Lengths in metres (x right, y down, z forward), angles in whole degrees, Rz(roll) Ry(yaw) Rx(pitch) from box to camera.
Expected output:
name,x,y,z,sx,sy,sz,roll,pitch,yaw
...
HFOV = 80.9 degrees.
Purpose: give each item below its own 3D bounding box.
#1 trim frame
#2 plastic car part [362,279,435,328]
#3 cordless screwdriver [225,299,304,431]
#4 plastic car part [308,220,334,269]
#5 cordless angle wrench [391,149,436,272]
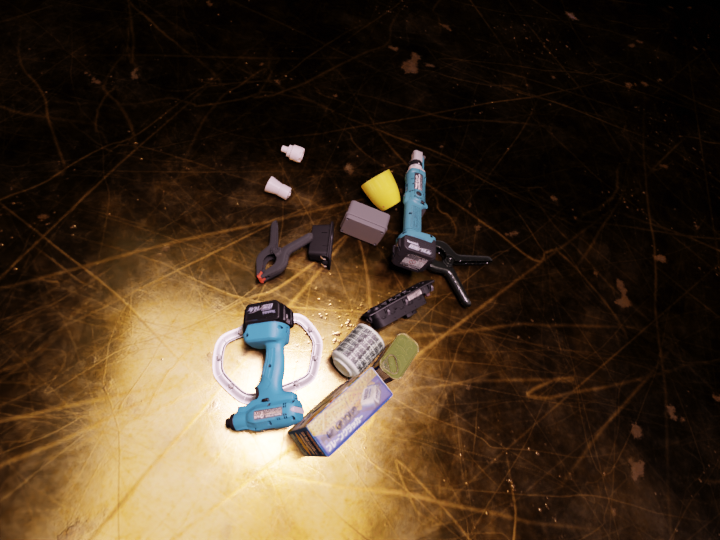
name,x,y,z,sx,sy,sz,roll,pitch,yaw
trim frame,-0.201,0.185,0.932,0.243,0.027,0.190,-15,66,-17
plastic car part,0.094,0.086,1.028,0.198,0.068,0.066,-22,98,-22
cordless screwdriver,-0.204,0.194,0.863,0.162,0.070,0.257,-17,61,15
plastic car part,-0.104,-0.068,1.067,0.071,0.064,0.119,0,59,2
cordless angle wrench,0.149,-0.190,1.153,0.096,0.074,0.432,17,51,-12
